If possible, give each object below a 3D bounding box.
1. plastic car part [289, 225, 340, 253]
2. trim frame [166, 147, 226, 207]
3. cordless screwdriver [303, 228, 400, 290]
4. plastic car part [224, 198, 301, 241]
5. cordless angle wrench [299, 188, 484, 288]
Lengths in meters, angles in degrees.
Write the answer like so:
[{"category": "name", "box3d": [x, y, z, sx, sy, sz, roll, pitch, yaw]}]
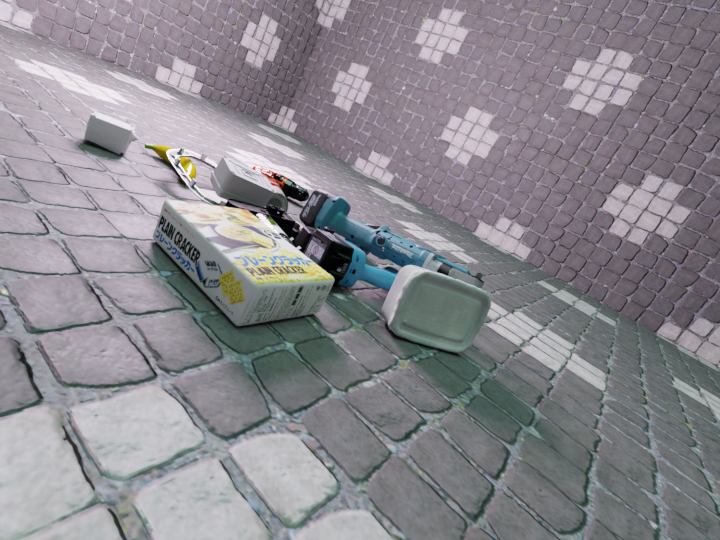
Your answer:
[{"category": "plastic car part", "box3d": [-0.080, -0.052, 0.820, 0.111, 0.070, 0.070, 10, 24, -35]}, {"category": "trim frame", "box3d": [-0.310, -0.189, 0.901, 0.261, 0.027, 0.175, 46, 19, 28]}, {"category": "cordless screwdriver", "box3d": [0.007, -0.003, 0.796, 0.237, 0.074, 0.167, 22, 10, -28]}, {"category": "plastic car part", "box3d": [-0.188, -0.095, 0.815, 0.193, 0.067, 0.070, 6, 33, -42]}, {"category": "cordless angle wrench", "box3d": [0.053, -0.056, 0.886, 0.446, 0.098, 0.070, 29, -2, 32]}]
